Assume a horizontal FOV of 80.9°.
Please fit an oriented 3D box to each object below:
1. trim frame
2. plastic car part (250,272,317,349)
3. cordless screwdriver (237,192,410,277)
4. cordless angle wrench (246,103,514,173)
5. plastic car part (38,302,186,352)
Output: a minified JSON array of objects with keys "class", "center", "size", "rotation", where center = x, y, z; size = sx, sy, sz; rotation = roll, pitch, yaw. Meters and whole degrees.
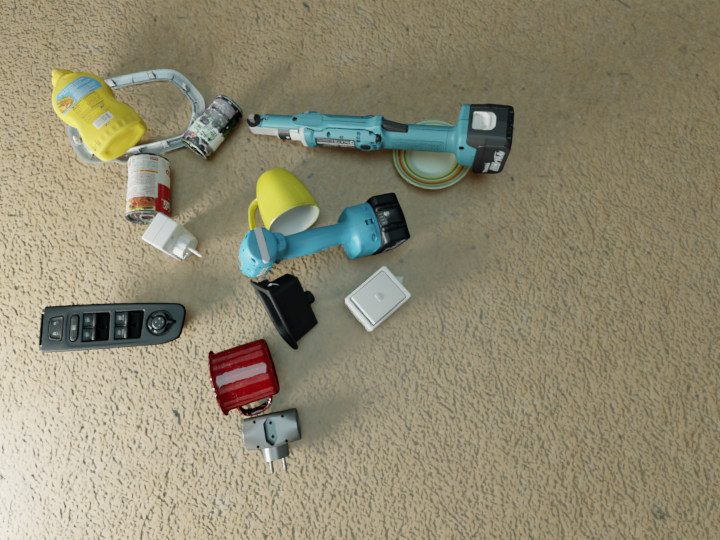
[{"class":"trim frame","center":[-0.400,-0.274,0.752],"size":[0.247,0.027,0.187],"rotation":[-11,77,-3]},{"class":"plastic car part","center":[-0.104,0.051,0.636],"size":[0.070,0.069,0.112],"rotation":[-37,118,-22]},{"class":"cordless screwdriver","center":[-0.063,-0.041,0.642],"size":[0.243,0.161,0.075],"rotation":[-15,82,-19]},{"class":"cordless angle wrench","center":[0.014,-0.225,0.688],"size":[0.434,0.094,0.075],"rotation":[8,75,14]},{"class":"plastic car part","center":[-0.364,0.087,0.639],"size":[0.202,0.066,0.068],"rotation":[-4,70,-4]}]
